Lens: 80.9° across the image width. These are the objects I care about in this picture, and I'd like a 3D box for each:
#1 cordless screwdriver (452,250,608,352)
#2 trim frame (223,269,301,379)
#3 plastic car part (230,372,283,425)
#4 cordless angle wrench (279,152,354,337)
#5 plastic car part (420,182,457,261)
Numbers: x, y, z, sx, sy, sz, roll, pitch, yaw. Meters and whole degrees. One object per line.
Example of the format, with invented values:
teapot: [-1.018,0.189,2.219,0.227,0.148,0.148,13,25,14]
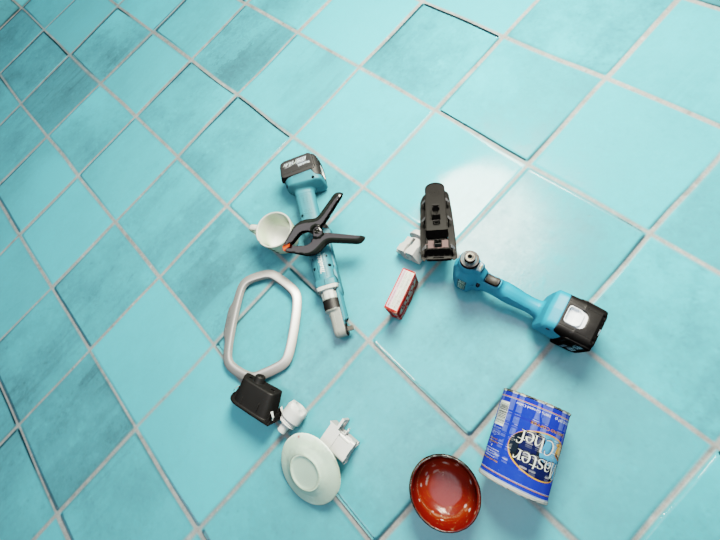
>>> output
cordless screwdriver: [0.279,0.043,0.730,0.259,0.153,0.074,29,81,21]
trim frame: [-0.220,0.118,0.932,0.189,0.026,0.252,1,73,17]
plastic car part: [-0.206,0.248,0.851,0.122,0.063,0.071,24,95,24]
cordless angle wrench: [-0.091,-0.060,0.935,0.099,0.071,0.435,-19,69,10]
plastic car part: [0.149,-0.108,0.845,0.068,0.064,0.207,-9,42,17]
